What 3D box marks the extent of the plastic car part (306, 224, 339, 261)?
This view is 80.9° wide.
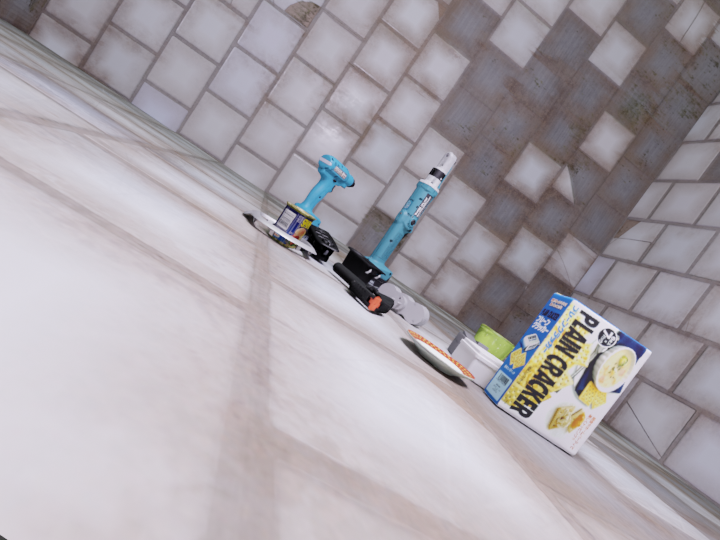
[{"bbox_3d":[-0.105,-0.068,1.071,0.064,0.067,0.210,33,4,-20],"label":"plastic car part"}]

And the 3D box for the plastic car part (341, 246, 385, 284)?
[{"bbox_3d":[-0.006,-0.003,1.056,0.062,0.071,0.123,31,5,-41],"label":"plastic car part"}]

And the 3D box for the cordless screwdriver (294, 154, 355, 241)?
[{"bbox_3d":[-0.117,-0.199,1.224,0.078,0.249,0.150,37,5,35],"label":"cordless screwdriver"}]

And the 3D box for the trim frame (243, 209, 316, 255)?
[{"bbox_3d":[-0.185,-0.091,0.972,0.179,0.027,0.256,33,4,-17],"label":"trim frame"}]

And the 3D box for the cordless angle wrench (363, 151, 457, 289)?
[{"bbox_3d":[0.123,-0.135,1.127,0.092,0.423,0.079,31,5,-42],"label":"cordless angle wrench"}]
